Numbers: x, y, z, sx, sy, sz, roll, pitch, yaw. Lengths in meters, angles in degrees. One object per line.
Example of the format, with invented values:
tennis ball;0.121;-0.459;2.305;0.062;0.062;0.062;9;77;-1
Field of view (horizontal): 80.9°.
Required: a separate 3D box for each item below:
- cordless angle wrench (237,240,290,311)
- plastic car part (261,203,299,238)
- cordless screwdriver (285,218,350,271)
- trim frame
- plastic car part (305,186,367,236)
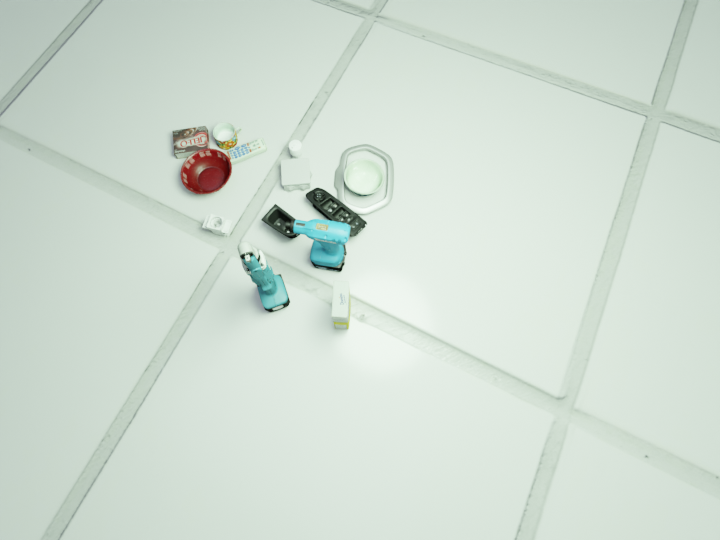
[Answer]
cordless angle wrench;-0.235;0.012;1.013;0.074;0.415;0.100;-19;75;-8
plastic car part;-0.223;-0.130;1.244;0.120;0.069;0.066;36;76;12
cordless screwdriver;-0.110;-0.072;1.126;0.161;0.244;0.075;11;73;2
trim frame;0.011;-0.286;1.309;0.185;0.027;0.253;2;71;3
plastic car part;-0.075;-0.172;1.253;0.209;0.065;0.066;41;77;14
